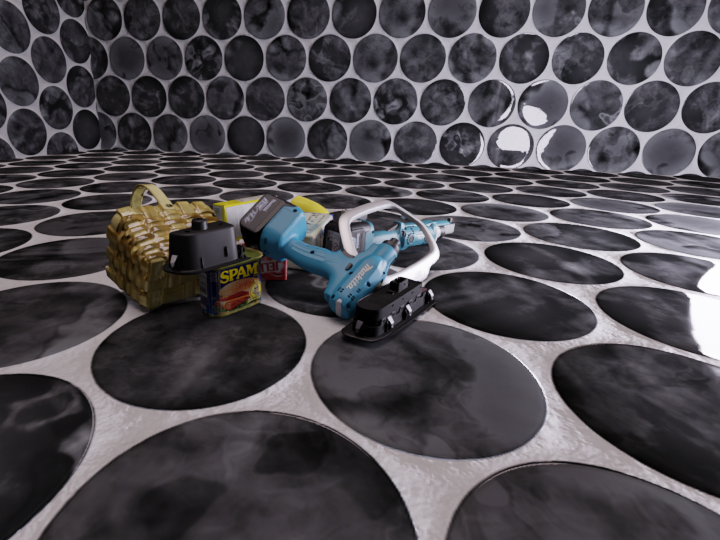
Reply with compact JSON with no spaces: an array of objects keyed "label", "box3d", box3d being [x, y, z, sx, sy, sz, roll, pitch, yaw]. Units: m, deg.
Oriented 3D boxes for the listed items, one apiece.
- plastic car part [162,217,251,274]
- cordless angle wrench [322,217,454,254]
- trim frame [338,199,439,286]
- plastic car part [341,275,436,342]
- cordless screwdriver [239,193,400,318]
[{"label":"plastic car part","box3d":[-0.221,-0.040,0.602,0.069,0.070,0.112,16,21,35]},{"label":"cordless angle wrench","box3d":[0.093,-0.079,0.958,0.405,0.096,0.079,-12,24,-44]},{"label":"trim frame","box3d":[0.057,-0.054,0.802,0.241,0.028,0.189,-25,70,-46]},{"label":"plastic car part","box3d":[0.049,0.050,0.636,0.070,0.066,0.197,22,30,28]},{"label":"cordless screwdriver","box3d":[-0.069,-0.045,0.701,0.259,0.072,0.158,31,62,22]}]
